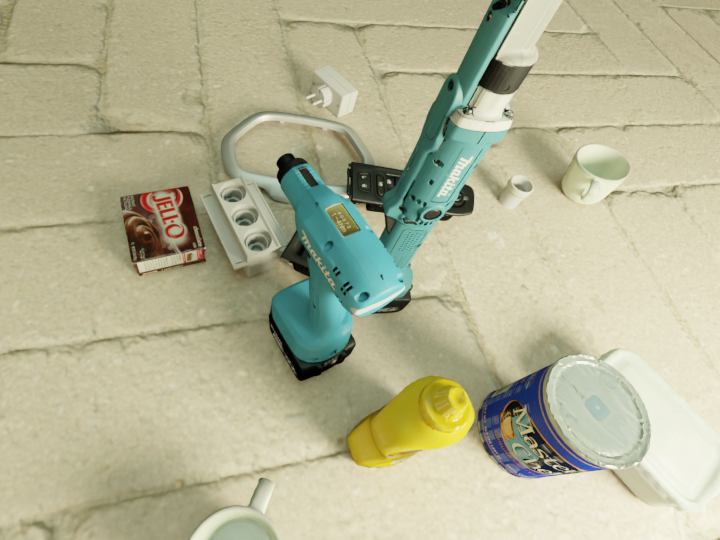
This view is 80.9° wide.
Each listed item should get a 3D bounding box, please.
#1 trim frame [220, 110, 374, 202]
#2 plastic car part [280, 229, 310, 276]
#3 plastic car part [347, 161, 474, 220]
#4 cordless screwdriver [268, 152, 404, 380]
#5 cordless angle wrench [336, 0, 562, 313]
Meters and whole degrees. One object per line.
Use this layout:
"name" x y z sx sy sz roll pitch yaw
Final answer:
"trim frame" -0.099 -0.185 0.679 0.246 0.027 0.189 7 57 -6
"plastic car part" -0.056 -0.036 0.569 0.066 0.070 0.117 23 57 1
"plastic car part" 0.074 -0.108 0.641 0.200 0.066 0.068 5 59 -8
"cordless screwdriver" -0.050 0.009 0.436 0.072 0.246 0.165 -23 68 -26
"cordless angle wrench" 0.060 -0.074 0.407 0.096 0.418 0.077 0 61 -16
